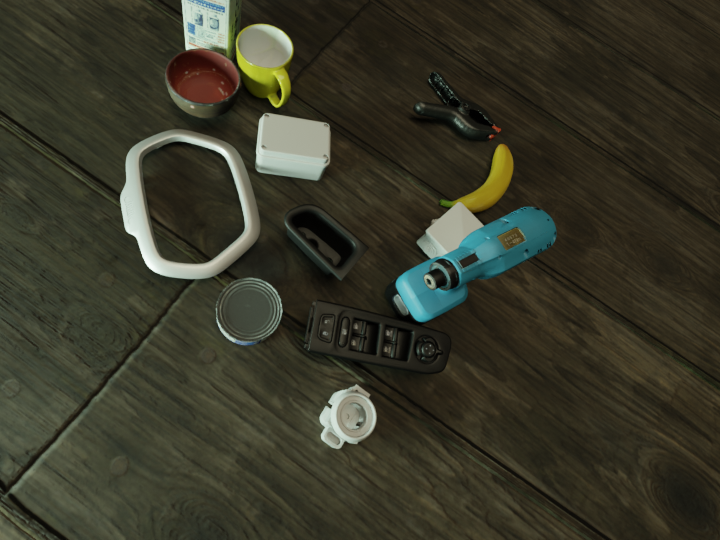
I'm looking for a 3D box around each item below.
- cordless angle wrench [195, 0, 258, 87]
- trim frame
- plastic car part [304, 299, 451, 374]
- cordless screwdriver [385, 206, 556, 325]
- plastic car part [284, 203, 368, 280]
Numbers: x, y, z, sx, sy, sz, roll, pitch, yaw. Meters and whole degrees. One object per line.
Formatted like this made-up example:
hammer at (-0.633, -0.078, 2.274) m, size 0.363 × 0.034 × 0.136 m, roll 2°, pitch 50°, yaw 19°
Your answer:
cordless angle wrench at (-0.167, -0.415, 0.542) m, size 0.095 × 0.424 × 0.076 m, roll 2°, pitch 70°, yaw -18°
trim frame at (-0.247, -0.103, 0.610) m, size 0.180 × 0.027 × 0.255 m, roll -14°, pitch 72°, yaw -19°
plastic car part at (0.022, 0.097, 0.569) m, size 0.200 × 0.067 × 0.067 m, roll 13°, pitch 66°, yaw -9°
cordless screwdriver at (0.101, 0.013, 0.523) m, size 0.155 × 0.249 × 0.076 m, roll -24°, pitch 80°, yaw -24°
plastic car part at (-0.059, -0.039, 0.604) m, size 0.118 × 0.071 × 0.065 m, roll 41°, pitch 64°, yaw 4°
